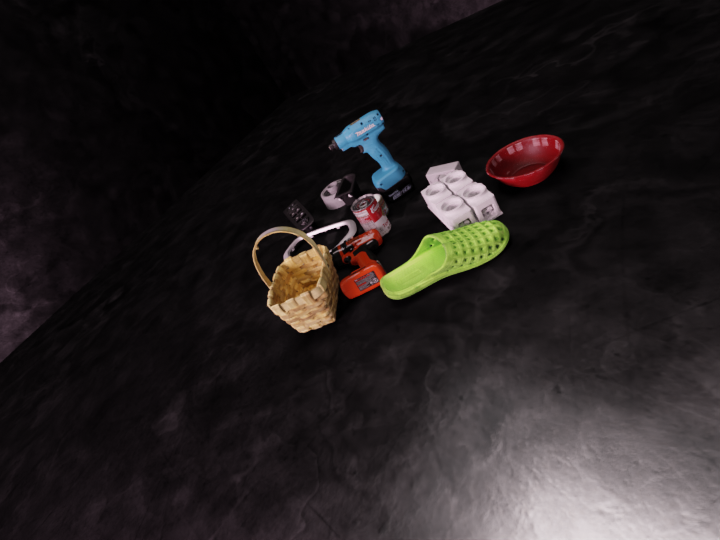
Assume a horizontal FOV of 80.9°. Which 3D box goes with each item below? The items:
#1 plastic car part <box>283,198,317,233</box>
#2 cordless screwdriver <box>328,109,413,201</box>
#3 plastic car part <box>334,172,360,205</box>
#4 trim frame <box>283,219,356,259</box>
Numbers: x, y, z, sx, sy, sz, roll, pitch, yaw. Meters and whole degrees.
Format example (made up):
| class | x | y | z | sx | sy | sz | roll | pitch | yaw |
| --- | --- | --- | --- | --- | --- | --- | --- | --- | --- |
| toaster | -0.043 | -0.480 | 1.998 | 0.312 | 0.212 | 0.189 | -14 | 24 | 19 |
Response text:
| class | x | y | z | sx | sy | sz | roll | pitch | yaw |
| --- | --- | --- | --- | --- | --- | --- | --- | --- | --- |
| plastic car part | -0.191 | -0.166 | 1.375 | 0.066 | 0.064 | 0.213 | -38 | 31 | -5 |
| cordless screwdriver | 0.033 | -0.300 | 1.175 | 0.161 | 0.238 | 0.077 | -29 | 29 | 10 |
| plastic car part | -0.029 | -0.248 | 1.327 | 0.068 | 0.068 | 0.118 | -17 | 35 | 28 |
| trim frame | -0.120 | -0.079 | 1.228 | 0.256 | 0.026 | 0.187 | -18 | 35 | 26 |
